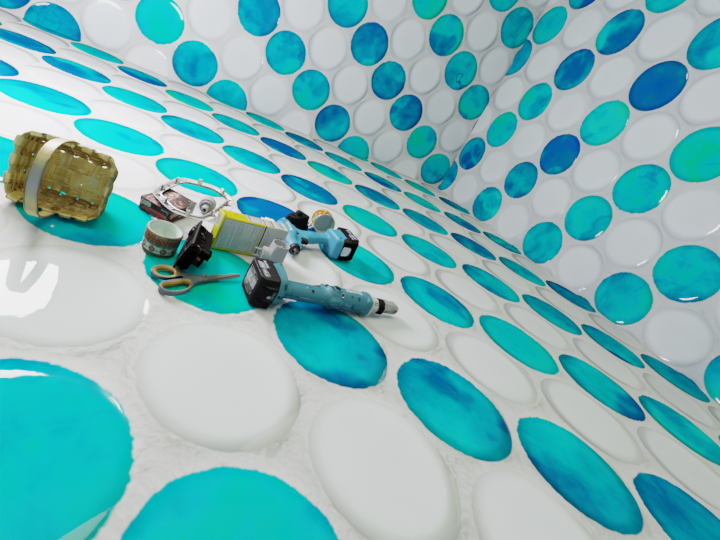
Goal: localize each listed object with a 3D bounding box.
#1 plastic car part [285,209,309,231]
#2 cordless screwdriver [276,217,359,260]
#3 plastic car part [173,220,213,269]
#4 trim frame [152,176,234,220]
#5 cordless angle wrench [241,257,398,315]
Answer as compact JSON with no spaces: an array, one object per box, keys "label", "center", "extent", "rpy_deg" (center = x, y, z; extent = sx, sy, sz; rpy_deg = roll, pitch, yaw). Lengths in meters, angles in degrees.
[{"label":"plastic car part","center":[-0.199,-0.155,1.320],"extent":[0.068,0.071,0.113],"rpy_deg":[33,19,16]},{"label":"cordless screwdriver","center":[-0.121,-0.079,1.239],"extent":[0.238,0.074,0.168],"rpy_deg":[9,28,-30]},{"label":"plastic car part","center":[-0.352,-0.057,0.919],"extent":[0.064,0.066,0.212],"rpy_deg":[29,12,-27]},{"label":"trim frame","center":[-0.421,-0.189,1.091],"extent":[0.184,0.027,0.250],"rpy_deg":[26,22,-3]},{"label":"cordless angle wrench","center":[-0.067,0.061,0.992],"extent":[0.402,0.074,0.103],"rpy_deg":[14,25,-34]}]
